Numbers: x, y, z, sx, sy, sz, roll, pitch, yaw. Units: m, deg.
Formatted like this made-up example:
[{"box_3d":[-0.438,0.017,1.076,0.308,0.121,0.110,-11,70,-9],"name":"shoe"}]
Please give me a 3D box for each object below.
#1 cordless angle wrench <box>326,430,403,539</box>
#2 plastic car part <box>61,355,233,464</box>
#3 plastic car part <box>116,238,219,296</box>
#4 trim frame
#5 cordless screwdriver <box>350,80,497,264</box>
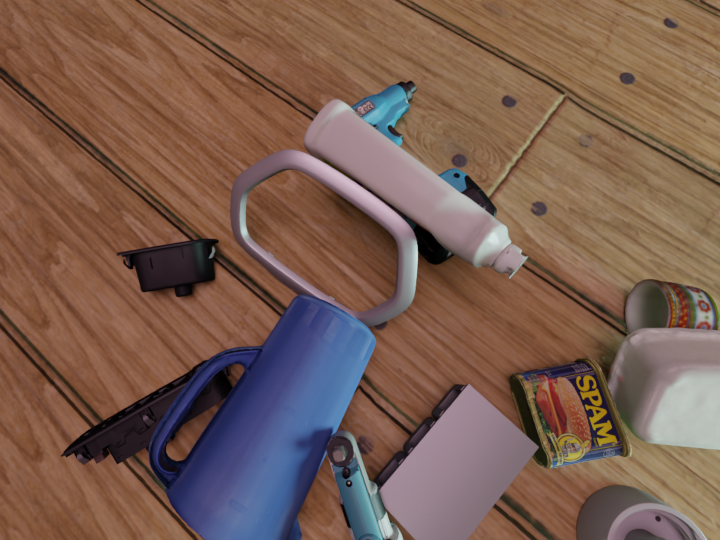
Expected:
[{"box_3d":[0.051,0.357,0.372,0.075,0.096,0.430,-21,79,4],"name":"cordless angle wrench"},{"box_3d":[-0.232,0.166,0.494,0.202,0.066,0.068,-34,86,-6],"name":"plastic car part"},{"box_3d":[-0.242,0.000,0.551,0.116,0.066,0.071,-7,90,-2],"name":"plastic car part"},{"box_3d":[-0.048,-0.031,0.491,0.251,0.184,0.027,35,35,4],"name":"trim frame"},{"box_3d":[0.073,-0.141,0.558,0.158,0.072,0.258,-37,71,-7],"name":"cordless screwdriver"}]
